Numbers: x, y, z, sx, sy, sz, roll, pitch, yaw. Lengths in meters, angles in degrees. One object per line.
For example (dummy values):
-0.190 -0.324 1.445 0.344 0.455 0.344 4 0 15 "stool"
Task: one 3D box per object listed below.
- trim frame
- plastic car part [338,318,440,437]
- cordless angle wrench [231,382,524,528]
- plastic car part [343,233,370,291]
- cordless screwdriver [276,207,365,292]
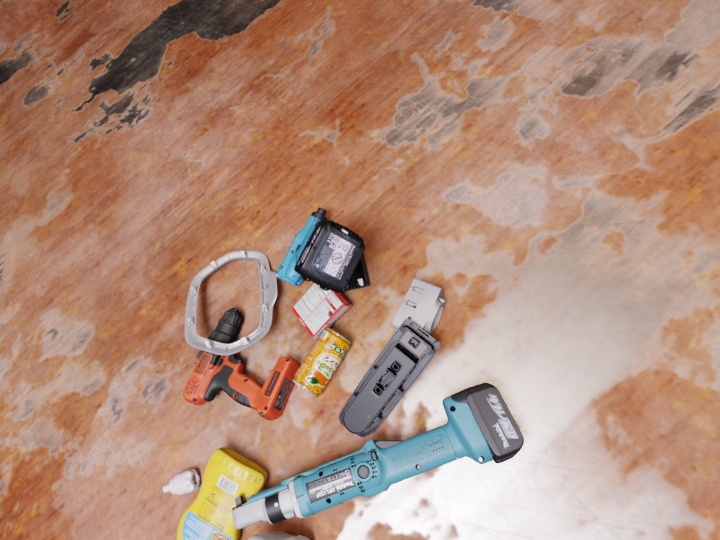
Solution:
-0.246 0.050 0.807 0.185 0.026 0.259 -14 46 1 "trim frame"
0.036 0.175 0.642 0.068 0.065 0.203 37 101 10 "plastic car part"
0.010 0.283 0.601 0.425 0.071 0.102 -23 61 4 "cordless angle wrench"
-0.029 -0.027 0.777 0.067 0.068 0.120 -15 65 10 "plastic car part"
-0.070 -0.046 0.721 0.159 0.072 0.256 -64 19 -8 "cordless screwdriver"
